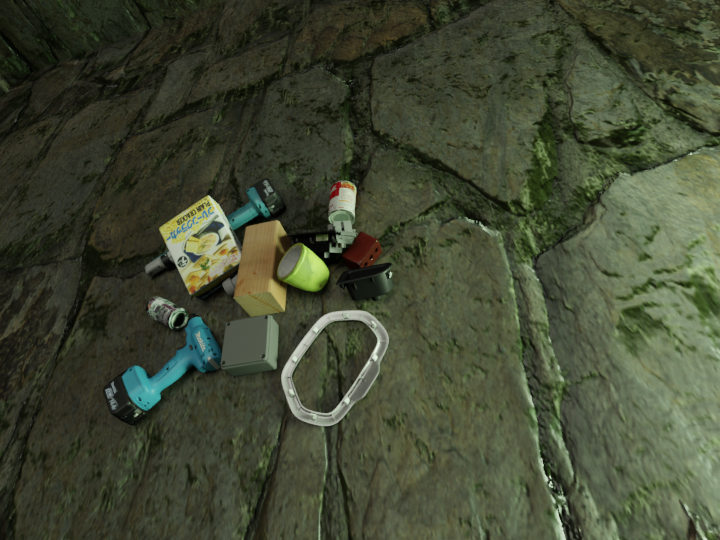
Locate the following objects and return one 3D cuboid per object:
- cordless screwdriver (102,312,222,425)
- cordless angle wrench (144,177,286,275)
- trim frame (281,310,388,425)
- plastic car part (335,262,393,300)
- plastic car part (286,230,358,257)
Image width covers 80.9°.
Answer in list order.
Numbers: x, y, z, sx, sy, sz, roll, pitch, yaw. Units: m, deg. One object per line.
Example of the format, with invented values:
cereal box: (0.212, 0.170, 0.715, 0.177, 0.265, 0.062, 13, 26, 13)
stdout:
cordless screwdriver: (-0.437, 0.209, 0.938, 0.247, 0.071, 0.168, -35, 50, -11)
cordless angle wrench: (-0.408, -0.104, 1.163, 0.423, 0.070, 0.103, -32, 51, -1)
trim frame: (-0.051, 0.181, 0.836, 0.194, 0.026, 0.247, 24, 64, 32)
plastic car part: (0.018, 0.031, 0.892, 0.120, 0.069, 0.066, -9, 20, 22)
plastic car part: (-0.096, -0.063, 0.985, 0.063, 0.066, 0.213, -7, 9, -42)
